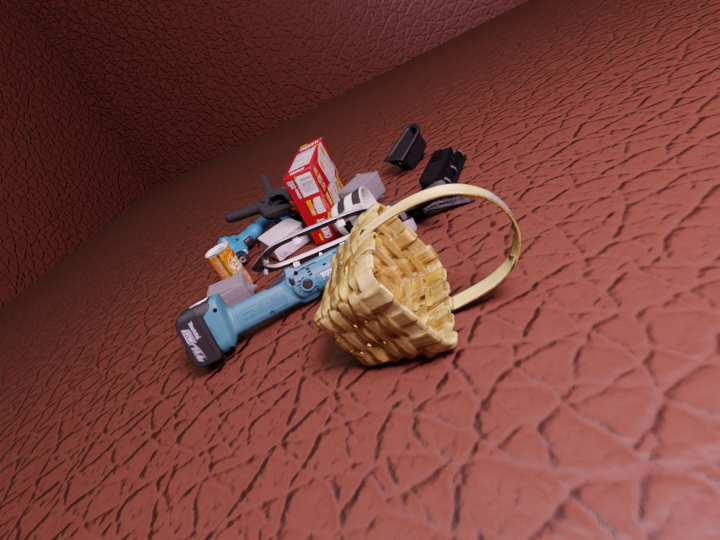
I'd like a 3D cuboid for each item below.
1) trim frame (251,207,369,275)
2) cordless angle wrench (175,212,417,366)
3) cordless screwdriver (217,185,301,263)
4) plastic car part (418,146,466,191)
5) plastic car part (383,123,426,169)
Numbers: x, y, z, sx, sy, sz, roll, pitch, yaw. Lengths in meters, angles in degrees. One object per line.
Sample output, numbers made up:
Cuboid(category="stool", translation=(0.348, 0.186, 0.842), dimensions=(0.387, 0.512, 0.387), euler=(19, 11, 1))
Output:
Cuboid(category="trim frame", translation=(-0.072, -0.047, 0.734), dimensions=(0.246, 0.028, 0.182), euler=(-25, -9, -8))
Cuboid(category="cordless angle wrench", translation=(-0.093, 0.018, 0.703), dimensions=(0.421, 0.097, 0.076), euler=(-27, 8, -5))
Cuboid(category="cordless screwdriver", translation=(-0.241, -0.109, 1.063), dimensions=(0.247, 0.071, 0.167), euler=(-42, 31, -14))
Cuboid(category="plastic car part", translation=(0.160, -0.198, 0.842), dimensions=(0.069, 0.064, 0.204), euler=(-5, 39, 28))
Cuboid(category="plastic car part", translation=(0.120, -0.284, 1.005), dimensions=(0.069, 0.067, 0.116), euler=(14, 66, 54))
